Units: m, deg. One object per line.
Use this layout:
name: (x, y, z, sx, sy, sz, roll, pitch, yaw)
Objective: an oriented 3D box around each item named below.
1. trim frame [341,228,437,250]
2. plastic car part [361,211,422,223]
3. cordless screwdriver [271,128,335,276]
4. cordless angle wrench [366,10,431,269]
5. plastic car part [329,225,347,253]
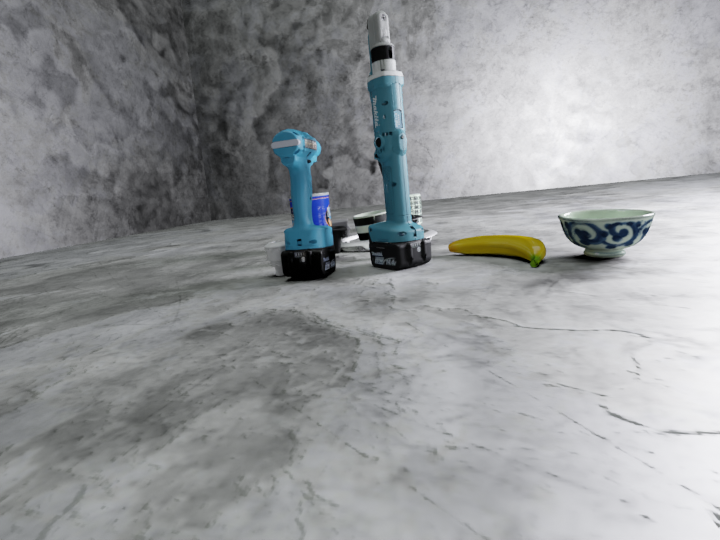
trim frame: (0.055, -0.074, 1.008, 0.254, 0.027, 0.183, -4, 11, 12)
plastic car part: (0.079, -0.132, 1.187, 0.213, 0.066, 0.064, 5, 14, 45)
cordless screwdriver: (-0.092, -0.118, 0.749, 0.076, 0.246, 0.157, -4, 9, 15)
cordless angle wrench: (0.050, -0.216, 0.717, 0.072, 0.419, 0.102, -10, 9, -32)
plastic car part: (-0.087, -0.057, 0.890, 0.116, 0.070, 0.067, -7, 9, -5)
